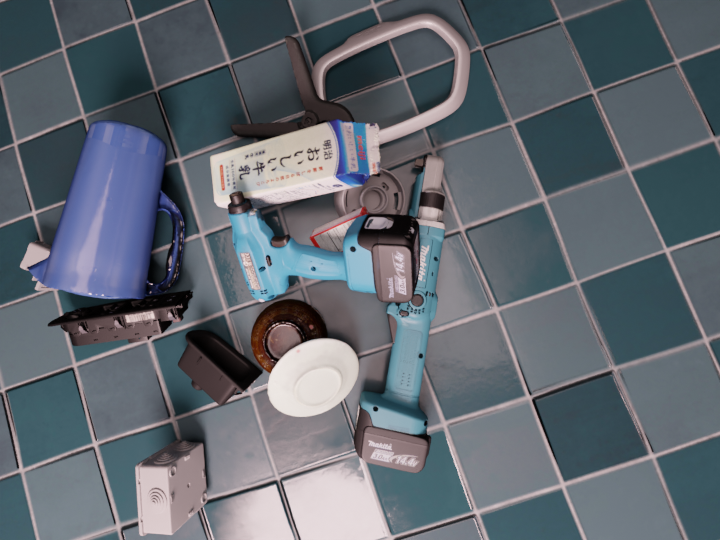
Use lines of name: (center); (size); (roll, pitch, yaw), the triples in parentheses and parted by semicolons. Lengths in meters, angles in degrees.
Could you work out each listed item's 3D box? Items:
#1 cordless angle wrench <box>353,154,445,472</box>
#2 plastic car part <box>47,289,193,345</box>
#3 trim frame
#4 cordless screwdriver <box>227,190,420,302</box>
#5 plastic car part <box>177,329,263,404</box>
cordless angle wrench: (0.073, 0.043, 0.588); (0.099, 0.073, 0.425); (10, 83, 3)
plastic car part: (-0.350, 0.074, 0.626); (0.204, 0.068, 0.065); (-5, 112, 2)
trim frame: (0.045, -0.292, 0.641); (0.249, 0.027, 0.186); (-23, 84, 4)
cordless screwdriver: (-0.053, -0.035, 0.545); (0.257, 0.074, 0.154); (-1, 120, 21)
plastic car part: (-0.212, 0.145, 0.609); (0.119, 0.065, 0.071); (34, 102, 9)
